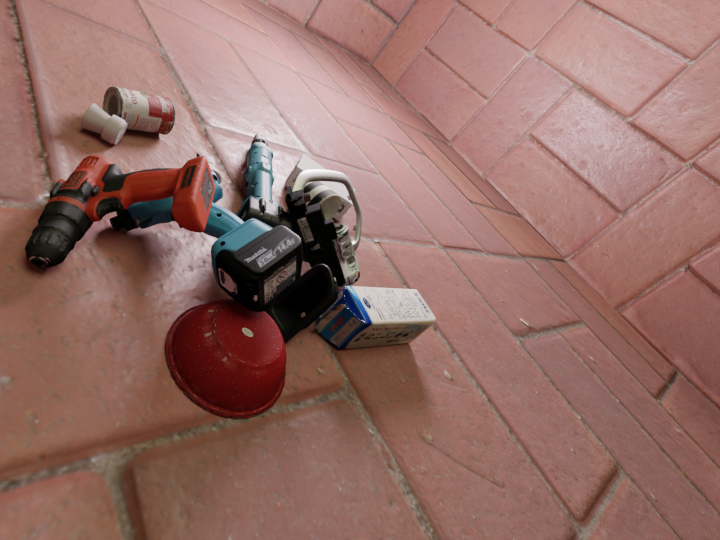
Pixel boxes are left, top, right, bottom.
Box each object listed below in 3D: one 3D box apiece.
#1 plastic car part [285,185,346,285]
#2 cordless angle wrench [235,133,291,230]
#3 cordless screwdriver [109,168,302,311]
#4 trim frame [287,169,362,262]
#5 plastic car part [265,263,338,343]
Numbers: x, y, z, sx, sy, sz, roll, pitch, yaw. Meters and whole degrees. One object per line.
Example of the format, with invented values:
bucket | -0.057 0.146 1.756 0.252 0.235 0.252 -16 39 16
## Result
plastic car part | -0.069 -0.045 0.702 0.067 0.197 0.069 -16 23 -5
cordless angle wrench | -0.196 -0.178 0.817 0.071 0.098 0.441 22 30 -27
cordless screwdriver | -0.202 -0.044 0.553 0.261 0.072 0.156 36 52 28
trim frame | -0.062 -0.100 0.807 0.240 0.029 0.183 -16 100 -59
plastic car part | -0.074 0.047 0.621 0.068 0.117 0.068 54 8 21
